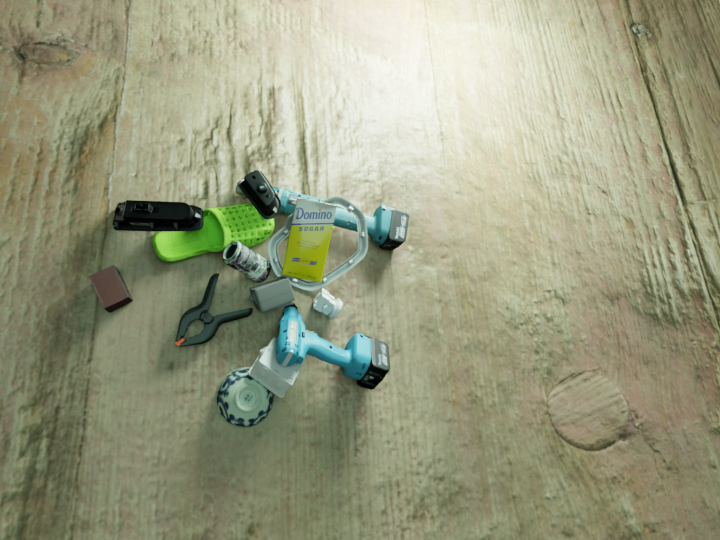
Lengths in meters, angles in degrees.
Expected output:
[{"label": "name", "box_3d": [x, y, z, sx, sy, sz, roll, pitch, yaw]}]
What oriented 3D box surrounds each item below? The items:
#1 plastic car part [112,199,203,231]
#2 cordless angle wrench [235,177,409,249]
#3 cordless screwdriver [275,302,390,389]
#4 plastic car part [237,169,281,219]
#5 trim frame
[{"label": "plastic car part", "box_3d": [-0.438, -0.124, 0.909, 0.204, 0.065, 0.068, 4, 64, 1]}, {"label": "cordless angle wrench", "box_3d": [-0.095, -0.146, 1.030, 0.417, 0.074, 0.099, 14, 72, -8]}, {"label": "cordless screwdriver", "box_3d": [-0.063, 0.158, 0.927, 0.242, 0.074, 0.164, 18, 34, -15]}, {"label": "plastic car part", "box_3d": [-0.224, -0.180, 0.954, 0.065, 0.070, 0.120, -34, 76, -14]}, {"label": "trim frame", "box_3d": [-0.096, -0.063, 0.984, 0.248, 0.028, 0.183, -34, 93, 0]}]
